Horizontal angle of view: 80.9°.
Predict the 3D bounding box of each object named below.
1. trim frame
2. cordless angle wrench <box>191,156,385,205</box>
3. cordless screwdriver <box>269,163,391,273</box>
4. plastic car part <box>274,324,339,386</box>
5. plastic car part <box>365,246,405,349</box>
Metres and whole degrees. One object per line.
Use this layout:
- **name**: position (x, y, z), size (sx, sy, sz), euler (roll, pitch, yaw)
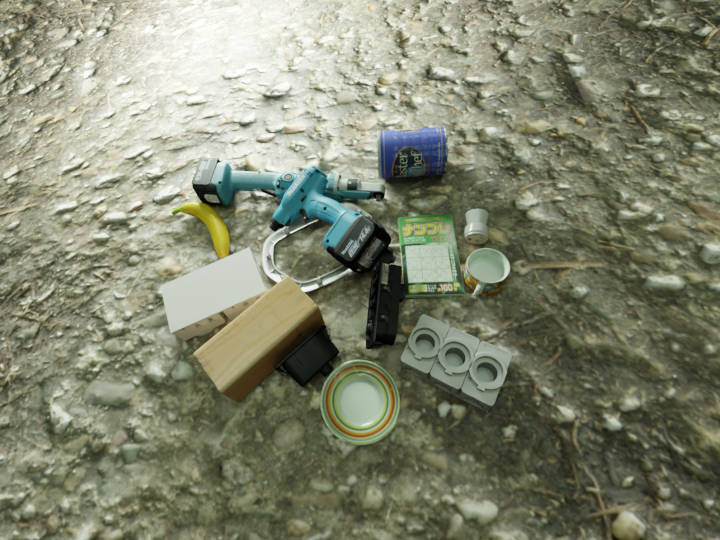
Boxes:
- **trim frame**: position (-0.085, -0.055, 0.867), size (0.247, 0.026, 0.193), euler (-27, 57, -4)
- **cordless angle wrench**: position (-0.158, -0.189, 0.937), size (0.431, 0.071, 0.100), euler (5, 61, 10)
- **cordless screwdriver**: position (-0.072, -0.086, 0.814), size (0.159, 0.070, 0.262), euler (-50, 56, 7)
- **plastic car part**: position (-0.083, 0.155, 0.731), size (0.115, 0.065, 0.073), euler (-37, 77, -16)
- **plastic car part**: position (0.044, 0.051, 0.768), size (0.066, 0.066, 0.206), euler (19, 60, -12)
